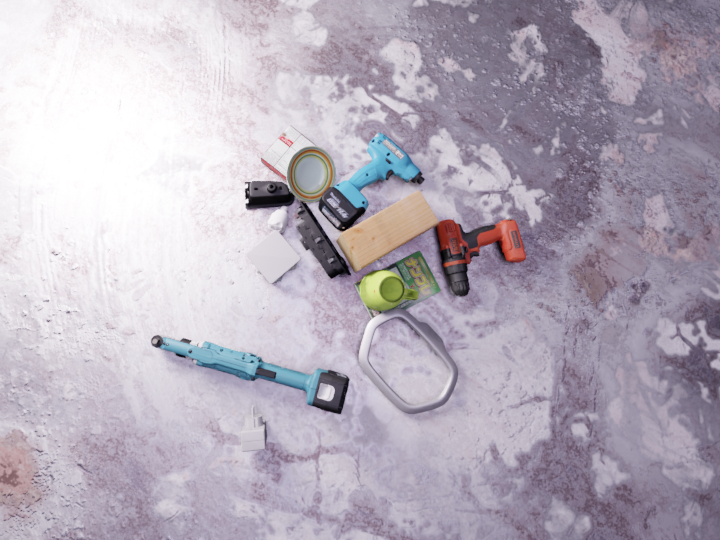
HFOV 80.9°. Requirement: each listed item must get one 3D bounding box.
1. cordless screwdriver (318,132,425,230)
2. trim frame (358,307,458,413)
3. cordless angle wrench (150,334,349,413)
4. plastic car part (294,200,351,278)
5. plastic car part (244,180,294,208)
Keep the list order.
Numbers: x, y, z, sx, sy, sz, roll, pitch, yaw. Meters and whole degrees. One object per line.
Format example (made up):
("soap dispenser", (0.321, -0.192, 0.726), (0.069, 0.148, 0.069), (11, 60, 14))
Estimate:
("cordless screwdriver", (0.028, -0.193, 0.992), (0.160, 0.074, 0.247), (41, 75, 2))
("trim frame", (0.108, 0.202, 0.945), (0.183, 0.027, 0.249), (-44, 88, -9))
("cordless angle wrench", (-0.237, 0.203, 0.895), (0.425, 0.097, 0.075), (15, 80, 2))
("plastic car part", (-0.094, -0.062, 0.962), (0.067, 0.066, 0.205), (-37, 86, -1))
("plastic car part", (-0.210, -0.182, 0.969), (0.116, 0.071, 0.066), (-3, 84, -4))
